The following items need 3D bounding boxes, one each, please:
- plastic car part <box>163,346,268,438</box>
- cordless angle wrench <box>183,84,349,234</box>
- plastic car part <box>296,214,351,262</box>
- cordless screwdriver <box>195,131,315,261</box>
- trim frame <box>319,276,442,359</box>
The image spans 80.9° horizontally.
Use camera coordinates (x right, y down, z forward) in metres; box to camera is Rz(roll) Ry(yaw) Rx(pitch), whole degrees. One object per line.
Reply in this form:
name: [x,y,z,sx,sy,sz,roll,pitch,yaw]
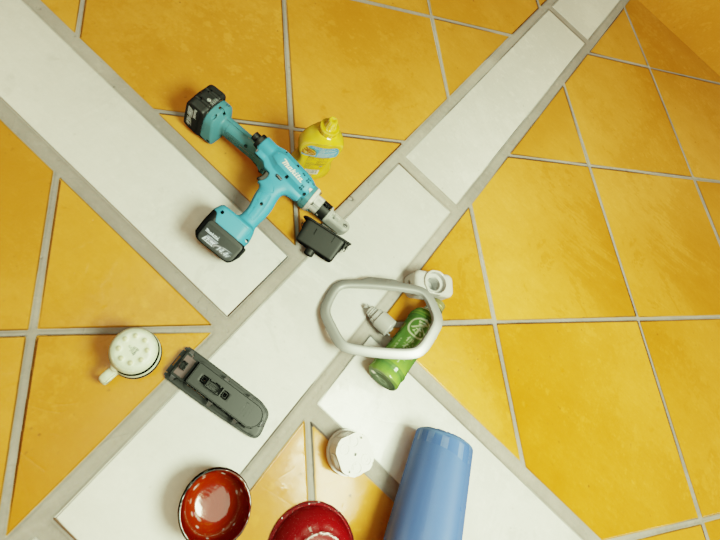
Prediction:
plastic car part: [-0.244,0.215,0.745,0.201,0.068,0.066,39,56,-5]
cordless angle wrench: [-0.188,-0.221,0.911,0.419,0.099,0.074,40,60,-5]
plastic car part: [-0.088,-0.058,0.903,0.116,0.066,0.071,30,78,-4]
cordless screwdriver: [-0.224,-0.143,0.831,0.156,0.076,0.248,45,79,-10]
trim frame: [0.041,0.091,0.861,0.250,0.027,0.189,2,57,4]
